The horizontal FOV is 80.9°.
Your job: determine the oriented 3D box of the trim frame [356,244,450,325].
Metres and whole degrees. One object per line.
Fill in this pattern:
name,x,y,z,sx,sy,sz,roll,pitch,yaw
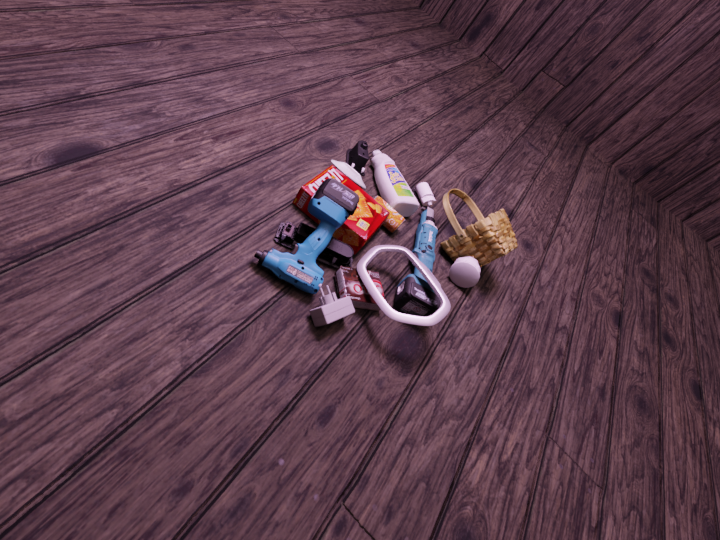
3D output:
trim frame,0.099,0.029,0.982,0.179,0.027,0.261,-16,50,-22

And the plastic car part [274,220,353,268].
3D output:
plastic car part,-0.099,-0.065,1.013,0.198,0.067,0.067,28,38,-13

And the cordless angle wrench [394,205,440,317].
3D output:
cordless angle wrench,0.173,-0.047,1.158,0.096,0.074,0.428,27,42,-10

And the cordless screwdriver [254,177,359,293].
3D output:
cordless screwdriver,-0.116,-0.089,0.941,0.157,0.075,0.249,28,80,-9

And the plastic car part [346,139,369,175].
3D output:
plastic car part,-0.002,-0.363,1.312,0.064,0.071,0.120,19,50,-22
